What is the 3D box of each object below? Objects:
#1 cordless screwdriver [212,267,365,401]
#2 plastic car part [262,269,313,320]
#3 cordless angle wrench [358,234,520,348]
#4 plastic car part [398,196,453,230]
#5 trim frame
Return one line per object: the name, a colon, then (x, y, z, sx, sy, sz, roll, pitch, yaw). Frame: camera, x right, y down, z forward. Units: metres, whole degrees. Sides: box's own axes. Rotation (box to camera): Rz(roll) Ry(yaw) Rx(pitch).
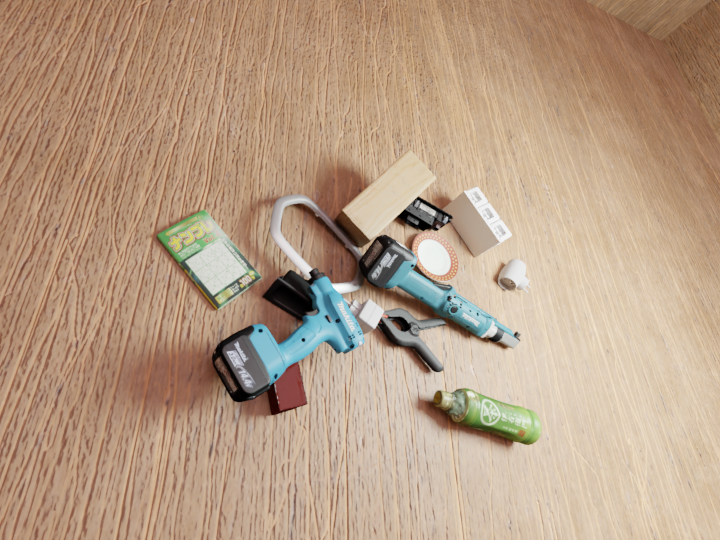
cordless screwdriver: (-0.121, 0.097, 0.696, 0.241, 0.075, 0.163, -21, 74, -35)
plastic car part: (-0.115, 0.043, 0.806, 0.114, 0.066, 0.072, 33, 40, -12)
cordless angle wrench: (0.188, 0.069, 0.904, 0.408, 0.098, 0.077, 31, 12, -19)
plastic car part: (0.114, -0.147, 1.013, 0.201, 0.067, 0.067, 33, 70, -6)
trim frame: (-0.085, -0.056, 0.870, 0.248, 0.028, 0.182, 44, 43, -2)
